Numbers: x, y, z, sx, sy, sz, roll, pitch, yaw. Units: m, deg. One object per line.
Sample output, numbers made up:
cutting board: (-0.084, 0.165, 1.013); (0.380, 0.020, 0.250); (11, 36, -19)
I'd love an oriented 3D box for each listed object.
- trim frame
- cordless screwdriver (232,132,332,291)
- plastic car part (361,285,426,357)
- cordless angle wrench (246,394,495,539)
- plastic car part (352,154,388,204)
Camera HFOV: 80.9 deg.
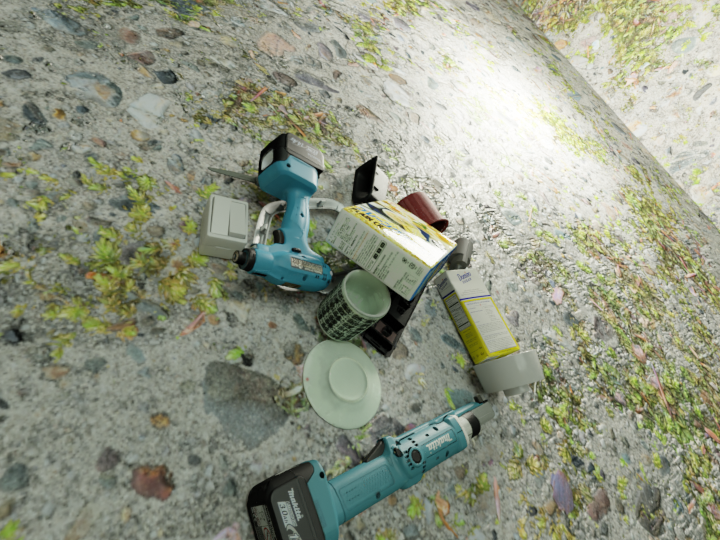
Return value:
trim frame: (-0.072, -0.047, 0.736); (0.238, 0.028, 0.189); (-9, 70, -38)
cordless screwdriver: (-0.123, -0.096, 0.654); (0.151, 0.076, 0.255); (16, 58, -41)
plastic car part: (0.072, 0.050, 0.739); (0.067, 0.067, 0.202); (34, 44, 1)
cordless angle wrench: (0.057, 0.255, 0.573); (0.405, 0.075, 0.101); (-9, 64, -38)
plastic car part: (0.028, -0.168, 0.877); (0.067, 0.068, 0.119); (30, 49, -32)
